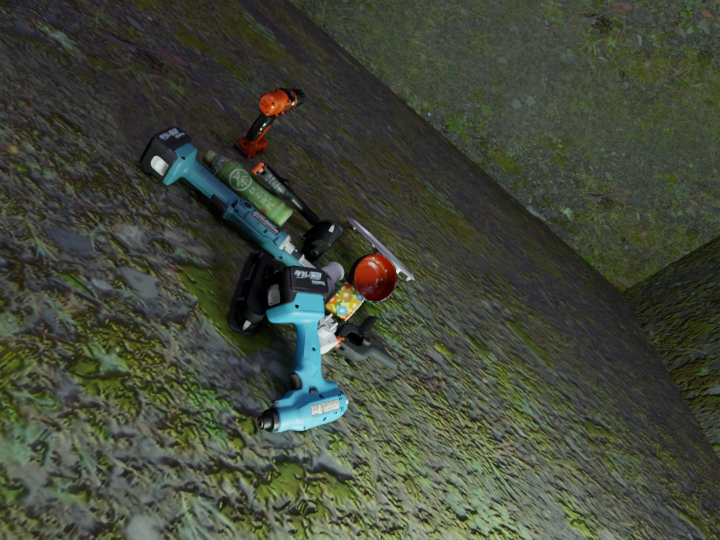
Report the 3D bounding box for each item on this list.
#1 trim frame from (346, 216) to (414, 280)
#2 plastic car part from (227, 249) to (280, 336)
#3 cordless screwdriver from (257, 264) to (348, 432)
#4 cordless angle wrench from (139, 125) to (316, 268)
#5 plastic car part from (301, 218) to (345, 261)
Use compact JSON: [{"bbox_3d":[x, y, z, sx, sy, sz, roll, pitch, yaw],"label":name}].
[{"bbox_3d":[0.046,-0.057,1.085,0.261,0.027,0.175,44,8,29],"label":"trim frame"},{"bbox_3d":[-0.181,0.031,0.762,0.064,0.068,0.207,39,33,-25],"label":"plastic car part"},{"bbox_3d":[-0.107,0.120,0.671,0.151,0.077,0.254,4,69,-46],"label":"cordless screwdriver"},{"bbox_3d":[-0.245,-0.116,0.859,0.416,0.075,0.098,41,32,-8],"label":"cordless angle wrench"},{"bbox_3d":[-0.091,-0.060,0.930,0.064,0.119,0.071,38,56,-13],"label":"plastic car part"}]
